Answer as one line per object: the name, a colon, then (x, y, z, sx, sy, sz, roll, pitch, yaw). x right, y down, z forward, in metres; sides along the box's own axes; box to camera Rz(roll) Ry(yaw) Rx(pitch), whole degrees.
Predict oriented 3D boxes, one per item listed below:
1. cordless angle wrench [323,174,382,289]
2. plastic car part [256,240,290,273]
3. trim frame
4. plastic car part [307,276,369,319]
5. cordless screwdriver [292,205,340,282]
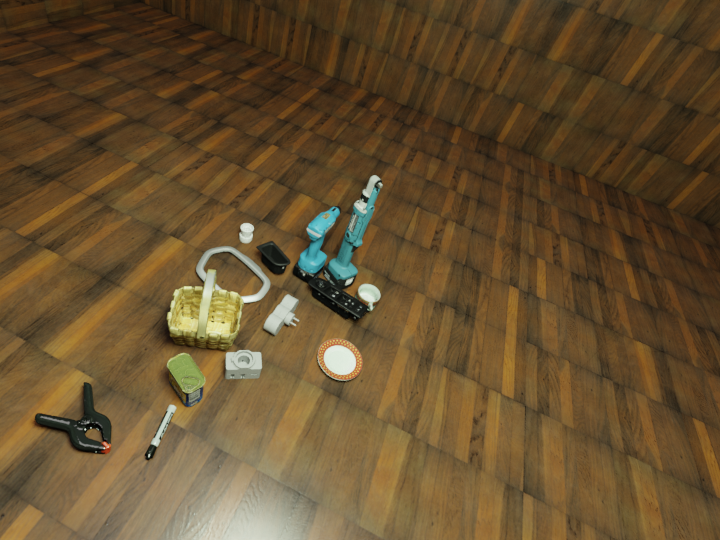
cordless angle wrench: (-0.018, -0.111, 1.277, 0.072, 0.417, 0.103, -18, 56, -36)
plastic car part: (-0.281, -0.031, 1.366, 0.064, 0.070, 0.122, -24, 57, -37)
trim frame: (-0.395, 0.012, 1.318, 0.258, 0.027, 0.180, 36, 46, 19)
plastic car part: (-0.075, 0.090, 1.309, 0.210, 0.066, 0.065, 34, 44, 17)
cordless screwdriver: (-0.131, -0.086, 1.342, 0.076, 0.245, 0.158, 30, 43, 8)
